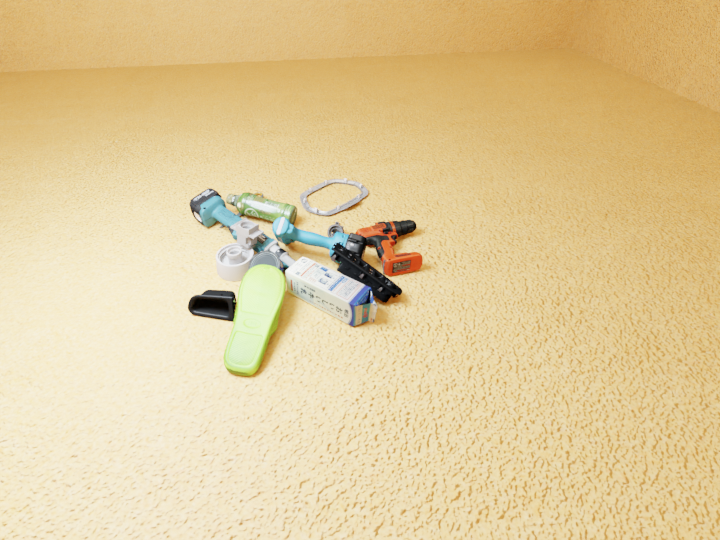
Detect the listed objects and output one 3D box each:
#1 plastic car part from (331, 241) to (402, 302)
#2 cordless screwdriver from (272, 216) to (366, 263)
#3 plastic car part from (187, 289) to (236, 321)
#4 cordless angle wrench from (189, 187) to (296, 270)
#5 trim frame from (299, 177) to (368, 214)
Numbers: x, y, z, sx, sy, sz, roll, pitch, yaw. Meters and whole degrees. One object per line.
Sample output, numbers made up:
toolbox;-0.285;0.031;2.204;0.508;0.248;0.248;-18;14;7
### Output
plastic car part;0.008;0.013;1.022;0.204;0.067;0.066;31;11;2
cordless screwdriver;-0.111;-0.073;1.138;0.251;0.157;0.075;16;79;4
plastic car part;-0.346;0.072;1.013;0.119;0.064;0.071;6;25;12
cordless angle wrench;-0.326;-0.107;1.208;0.444;0.072;0.097;32;58;28
trim frame;-0.088;-0.251;1.408;0.242;0.027;0.194;-32;50;-34
